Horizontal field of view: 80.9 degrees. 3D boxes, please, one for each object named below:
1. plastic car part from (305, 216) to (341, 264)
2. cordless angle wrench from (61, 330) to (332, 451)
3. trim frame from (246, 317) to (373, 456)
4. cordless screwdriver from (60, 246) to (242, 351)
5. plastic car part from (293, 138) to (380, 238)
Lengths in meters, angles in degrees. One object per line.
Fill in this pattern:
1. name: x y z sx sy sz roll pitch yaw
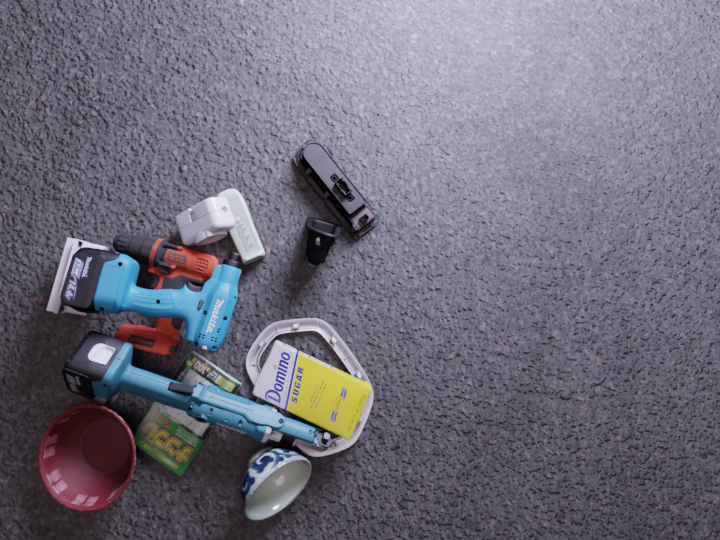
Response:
1. plastic car part: -0.071 -0.047 0.730 0.066 0.118 0.070 14 107 -5
2. cordless angle wrench: -0.247 0.212 0.676 0.420 0.097 0.075 20 45 -4
3. trim frame: -0.088 0.199 0.733 0.183 0.027 0.250 -35 87 -5
4. cordless screwdriver: -0.318 0.019 0.669 0.245 0.075 0.160 17 79 -9
5. plastic car part: -0.048 -0.156 0.765 0.066 0.066 0.206 -39 83 -4
